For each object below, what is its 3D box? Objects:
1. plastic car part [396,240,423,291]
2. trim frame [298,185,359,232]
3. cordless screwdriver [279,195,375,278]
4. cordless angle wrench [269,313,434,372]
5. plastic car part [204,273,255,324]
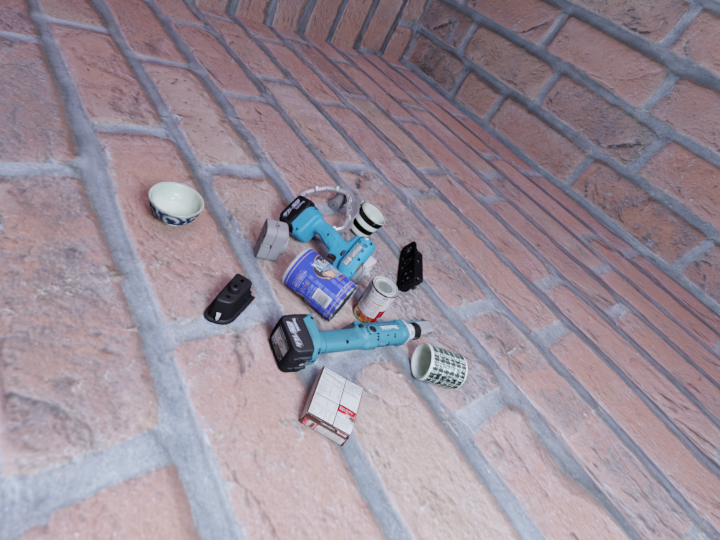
[{"bbox_3d":[0.147,-0.011,1.189,0.065,0.067,0.207,31,34,-18],"label":"plastic car part"},{"bbox_3d":[-0.096,-0.183,1.220,0.185,0.027,0.255,5,39,0],"label":"trim frame"},{"bbox_3d":[-0.103,-0.068,1.056,0.260,0.159,0.071,38,-6,25],"label":"cordless screwdriver"},{"bbox_3d":[0.011,0.140,0.913,0.403,0.074,0.103,1,46,-37],"label":"cordless angle wrench"},{"bbox_3d":[-0.255,0.050,0.842,0.066,0.070,0.116,30,33,0],"label":"plastic car part"}]
